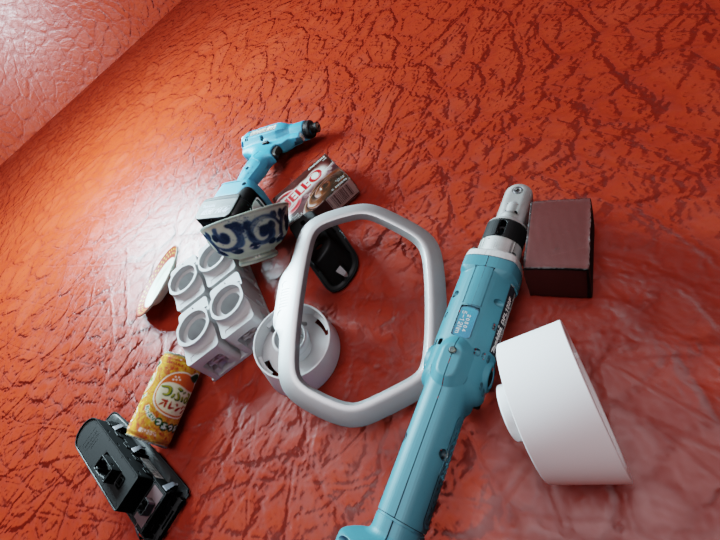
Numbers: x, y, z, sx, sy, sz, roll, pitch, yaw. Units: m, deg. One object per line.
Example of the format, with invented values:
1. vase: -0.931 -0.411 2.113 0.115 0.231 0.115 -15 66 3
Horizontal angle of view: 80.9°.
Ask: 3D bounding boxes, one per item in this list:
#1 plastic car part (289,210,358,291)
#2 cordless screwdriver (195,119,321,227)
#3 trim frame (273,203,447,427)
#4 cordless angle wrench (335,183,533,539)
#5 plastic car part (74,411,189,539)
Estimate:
1. plastic car part: -0.053 -0.035 0.547 0.066 0.067 0.123 -39 43 3
2. cordless screwdriver: -0.162 -0.159 0.708 0.165 0.070 0.253 -7 51 29
3. trim frame: -0.004 0.034 0.452 0.187 0.026 0.254 0 64 9
4. cordless angle wrench: 0.084 0.086 0.361 0.078 0.093 0.424 10 61 33
5. plastic car part: -0.292 0.237 0.510 0.214 0.063 0.066 17 75 42
